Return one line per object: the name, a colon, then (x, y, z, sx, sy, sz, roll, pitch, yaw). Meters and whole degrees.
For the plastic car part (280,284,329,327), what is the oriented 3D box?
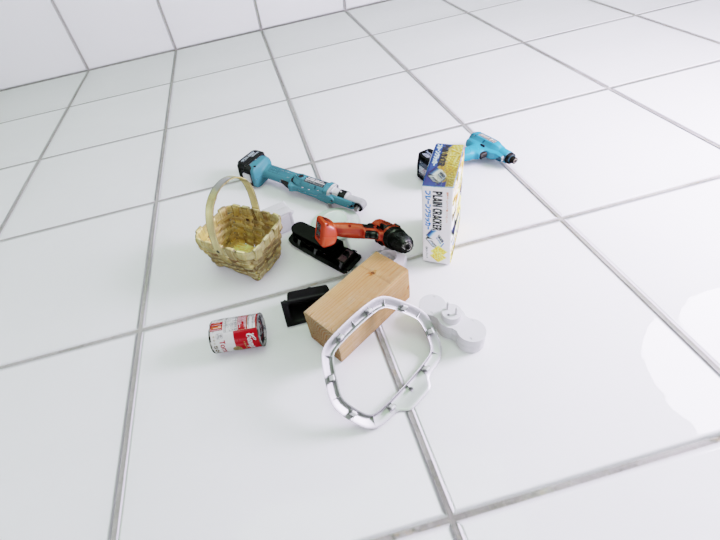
plastic car part: (-0.110, 0.063, 0.898, 0.115, 0.064, 0.074, -16, 31, -8)

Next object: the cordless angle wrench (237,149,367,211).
cordless angle wrench: (-0.168, -0.246, 1.201, 0.443, 0.071, 0.097, 23, 54, 27)

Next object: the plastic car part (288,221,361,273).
plastic car part: (-0.099, -0.065, 1.017, 0.214, 0.064, 0.066, 26, 66, 34)

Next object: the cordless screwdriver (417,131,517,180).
cordless screwdriver: (0.289, -0.301, 1.158, 0.244, 0.071, 0.168, -25, 47, -19)

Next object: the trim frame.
trim frame: (0.042, 0.155, 0.746, 0.245, 0.028, 0.186, -39, 84, -27)
